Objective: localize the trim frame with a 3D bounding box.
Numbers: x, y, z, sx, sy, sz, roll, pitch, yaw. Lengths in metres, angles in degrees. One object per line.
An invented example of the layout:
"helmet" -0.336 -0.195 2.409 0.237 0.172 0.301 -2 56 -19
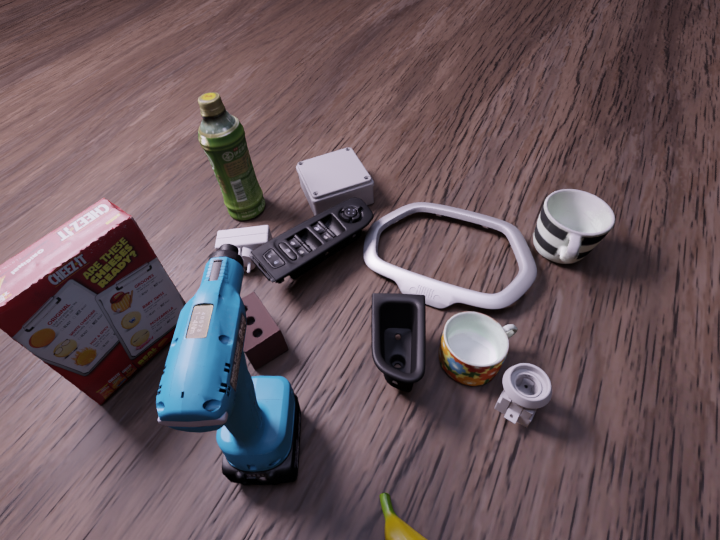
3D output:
"trim frame" 0.124 -0.027 0.624 0.259 0.026 0.184 18 55 23

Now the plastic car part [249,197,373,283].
"plastic car part" -0.063 -0.041 0.641 0.200 0.064 0.070 -36 55 -20

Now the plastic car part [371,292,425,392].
"plastic car part" 0.045 0.092 0.508 0.067 0.068 0.119 0 50 7

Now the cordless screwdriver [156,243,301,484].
"cordless screwdriver" -0.113 0.104 0.412 0.075 0.239 0.164 -4 50 2
